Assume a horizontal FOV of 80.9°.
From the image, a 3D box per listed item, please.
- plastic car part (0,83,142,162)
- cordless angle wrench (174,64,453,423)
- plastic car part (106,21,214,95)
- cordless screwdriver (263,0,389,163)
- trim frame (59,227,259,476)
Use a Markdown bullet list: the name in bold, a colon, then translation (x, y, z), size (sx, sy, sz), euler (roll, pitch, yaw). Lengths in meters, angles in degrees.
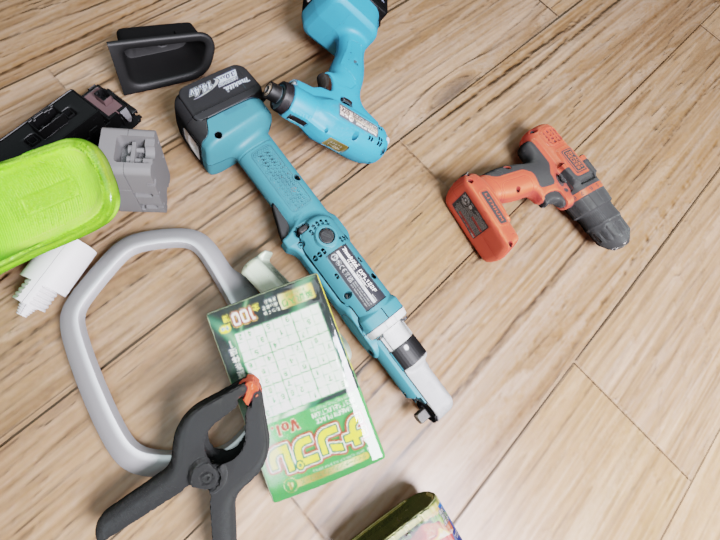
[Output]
- **plastic car part**: translation (-0.327, -0.127, 0.441), size (0.066, 0.068, 0.202), euler (39, 71, -6)
- **cordless angle wrench**: translation (-0.044, -0.029, 0.449), size (0.096, 0.074, 0.429), euler (-34, 81, -20)
- **plastic car part**: translation (-0.243, -0.268, 0.511), size (0.114, 0.065, 0.074), euler (-24, 64, -21)
- **cordless screwdriver**: translation (-0.037, -0.260, 0.501), size (0.151, 0.077, 0.253), euler (16, 65, -40)
- **trim frame**: translation (-0.176, 0.071, 0.410), size (0.181, 0.027, 0.255), euler (-28, 75, -17)
